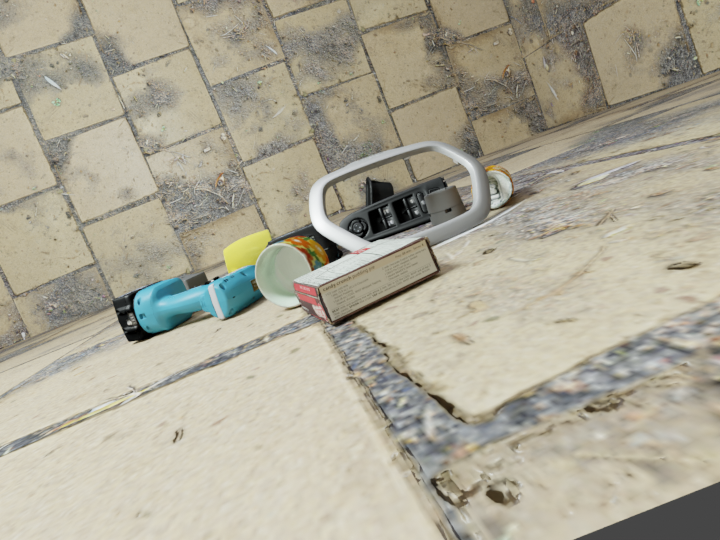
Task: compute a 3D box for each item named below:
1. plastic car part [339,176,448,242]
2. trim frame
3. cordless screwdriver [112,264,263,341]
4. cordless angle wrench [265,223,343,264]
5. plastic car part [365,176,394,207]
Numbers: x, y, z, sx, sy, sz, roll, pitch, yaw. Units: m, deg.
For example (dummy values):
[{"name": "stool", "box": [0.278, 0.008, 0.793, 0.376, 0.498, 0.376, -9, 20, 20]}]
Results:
[{"name": "plastic car part", "box": [0.058, -0.097, 0.749, 0.205, 0.067, 0.066, -20, -2, 9]}, {"name": "trim frame", "box": [0.052, -0.101, 0.560, 0.246, 0.193, 0.026, -24, -33, -9]}, {"name": "cordless screwdriver", "box": [-0.252, 0.038, 0.665, 0.257, 0.073, 0.156, -12, 12, 26]}, {"name": "cordless angle wrench", "box": [-0.075, -0.049, 0.763, 0.098, 0.074, 0.424, -21, 8, 4]}, {"name": "plastic car part", "box": [0.048, -0.144, 0.914, 0.070, 0.116, 0.067, 2, 4, -8]}]
